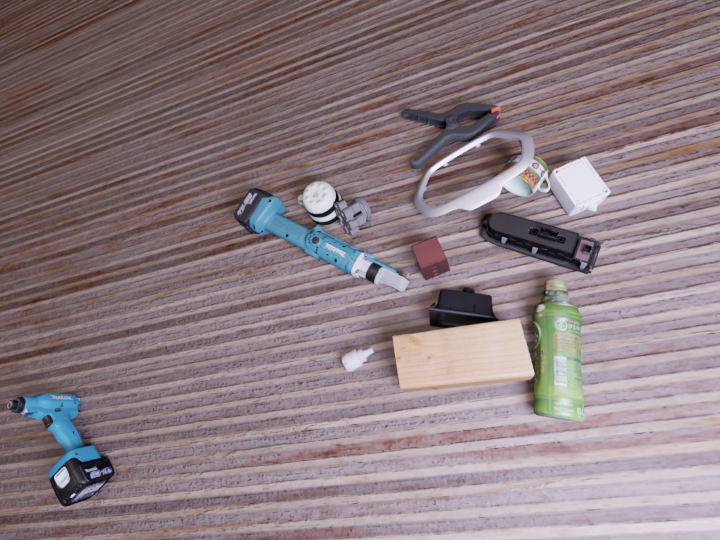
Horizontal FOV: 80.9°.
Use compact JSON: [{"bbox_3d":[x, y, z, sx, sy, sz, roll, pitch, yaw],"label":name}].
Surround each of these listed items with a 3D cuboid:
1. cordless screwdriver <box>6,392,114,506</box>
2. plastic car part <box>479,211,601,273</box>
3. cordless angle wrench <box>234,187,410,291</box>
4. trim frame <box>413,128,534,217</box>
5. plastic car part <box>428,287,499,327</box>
[{"bbox_3d":[-0.641,0.364,0.897,0.074,0.152,0.260,-45,64,-3],"label":"cordless screwdriver"},{"bbox_3d":[0.317,-0.060,0.768,0.213,0.064,0.066,21,85,28],"label":"plastic car part"},{"bbox_3d":[-0.089,-0.058,0.913,0.442,0.071,0.098,27,81,25],"label":"cordless angle wrench"},{"bbox_3d":[0.214,-0.191,0.832,0.253,0.026,0.190,-27,39,22],"label":"trim frame"},{"bbox_3d":[0.187,0.065,0.769,0.120,0.063,0.072,2,56,17],"label":"plastic car part"}]
